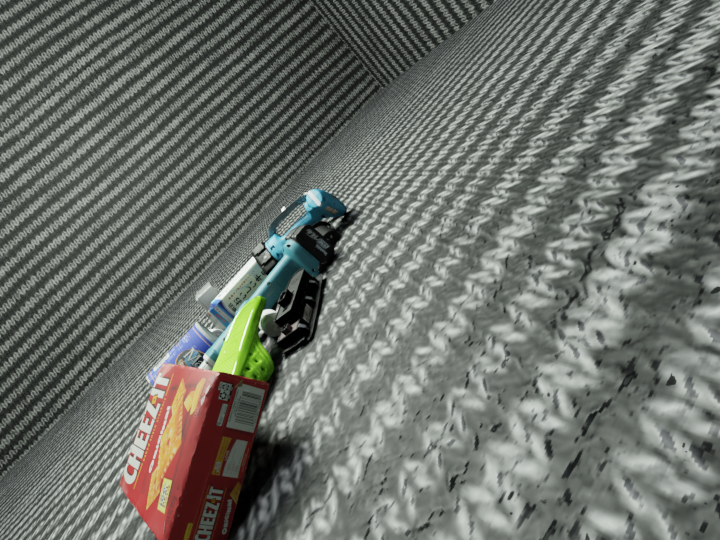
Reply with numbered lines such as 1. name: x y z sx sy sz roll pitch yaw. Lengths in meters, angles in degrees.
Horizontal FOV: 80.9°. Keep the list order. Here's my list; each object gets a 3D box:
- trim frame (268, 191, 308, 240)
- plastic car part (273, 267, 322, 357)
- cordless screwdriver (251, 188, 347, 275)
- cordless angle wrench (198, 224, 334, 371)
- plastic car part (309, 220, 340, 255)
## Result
1. trim frame: -0.161 -0.127 1.098 0.182 0.028 0.244 -32 -16 -17
2. plastic car part: -0.110 0.057 0.735 0.067 0.066 0.205 -45 14 23
3. cordless screwdriver: -0.142 -0.090 1.047 0.250 0.077 0.152 -45 -21 15
4. cordless angle wrench: -0.210 0.093 0.822 0.422 0.095 0.076 -54 16 -17
5. plastic car part: -0.093 -0.061 0.955 0.116 0.063 0.075 -44 31 -10
